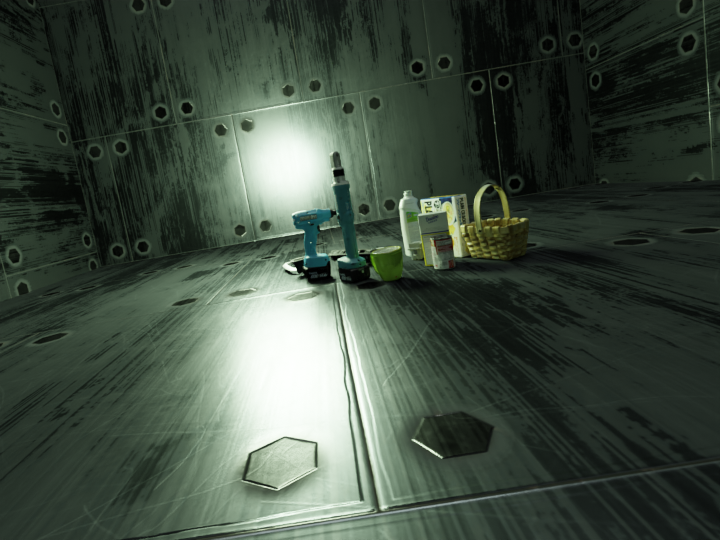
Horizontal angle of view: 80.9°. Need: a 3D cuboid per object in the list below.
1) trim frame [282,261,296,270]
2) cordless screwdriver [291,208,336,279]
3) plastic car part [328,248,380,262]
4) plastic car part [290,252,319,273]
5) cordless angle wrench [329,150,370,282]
[{"bbox_3d":[-0.226,-0.024,1.767,0.180,0.027,0.258,-14,12,-20],"label":"trim frame"},{"bbox_3d":[-0.147,-0.096,1.505,0.157,0.246,0.076,-10,8,-8],"label":"cordless screwdriver"},{"bbox_3d":[-0.019,-0.052,1.634,0.208,0.066,0.065,-6,10,16],"label":"plastic car part"},{"bbox_3d":[-0.206,-0.020,1.626,0.115,0.070,0.068,-11,9,-11],"label":"plastic car part"},{"bbox_3d":[-0.050,-0.175,1.373,0.072,0.419,0.102,-14,9,-31],"label":"cordless angle wrench"}]
